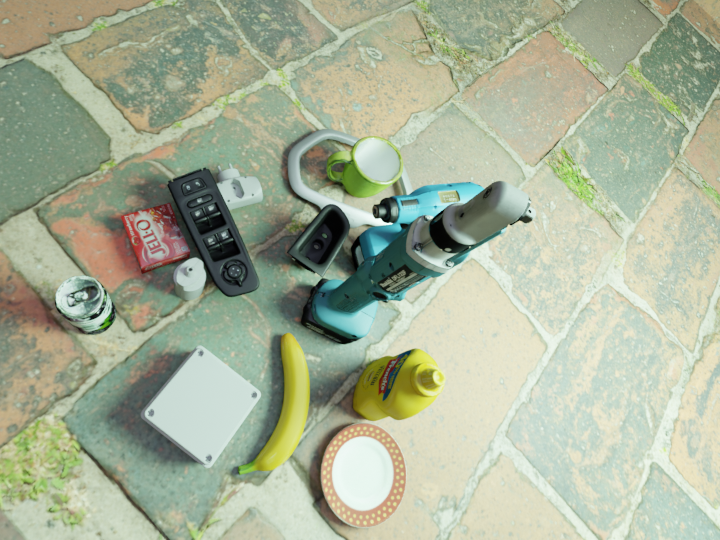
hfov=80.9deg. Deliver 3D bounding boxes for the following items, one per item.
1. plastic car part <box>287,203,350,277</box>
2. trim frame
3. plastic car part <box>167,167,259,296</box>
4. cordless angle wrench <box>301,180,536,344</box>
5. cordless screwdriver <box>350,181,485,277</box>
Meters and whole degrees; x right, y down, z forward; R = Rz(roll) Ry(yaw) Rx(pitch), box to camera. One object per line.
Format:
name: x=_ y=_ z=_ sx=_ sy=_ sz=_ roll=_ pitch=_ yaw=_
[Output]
plastic car part: x=-0.067 y=-0.044 z=0.683 sx=0.065 sy=0.071 sz=0.116 roll=35 pitch=62 yaw=-6
trim frame: x=-0.015 y=-0.168 z=0.776 sx=0.244 sy=0.028 sz=0.187 roll=19 pitch=64 yaw=-10
plastic car part: x=-0.220 y=-0.049 z=0.637 sx=0.065 sy=0.067 sz=0.207 roll=-24 pitch=78 yaw=-27
cordless angle wrench: x=0.031 y=0.008 z=0.494 sx=0.096 sy=0.427 sz=0.075 roll=28 pitch=64 yaw=-12
cordless screwdriver: x=0.051 y=-0.051 z=0.624 sx=0.154 sy=0.251 sz=0.076 roll=-8 pitch=75 yaw=-24
